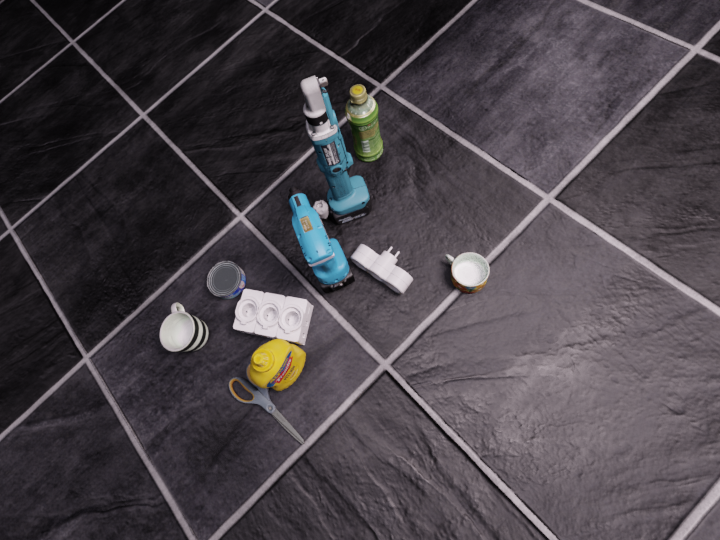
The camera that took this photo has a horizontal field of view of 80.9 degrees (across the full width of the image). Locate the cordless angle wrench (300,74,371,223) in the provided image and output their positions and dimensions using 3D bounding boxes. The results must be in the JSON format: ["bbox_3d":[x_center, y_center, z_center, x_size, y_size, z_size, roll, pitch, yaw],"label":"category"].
[{"bbox_3d":[-0.051,-0.214,0.811,0.098,0.408,0.077,-18,70,2],"label":"cordless angle wrench"}]

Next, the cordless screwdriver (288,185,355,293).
[{"bbox_3d":[-0.083,-0.054,0.850,0.074,0.240,0.165,-23,69,0],"label":"cordless screwdriver"}]

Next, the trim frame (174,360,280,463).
[{"bbox_3d":[-0.279,0.293,0.879,0.256,0.026,0.186,12,73,17],"label":"trim frame"}]
